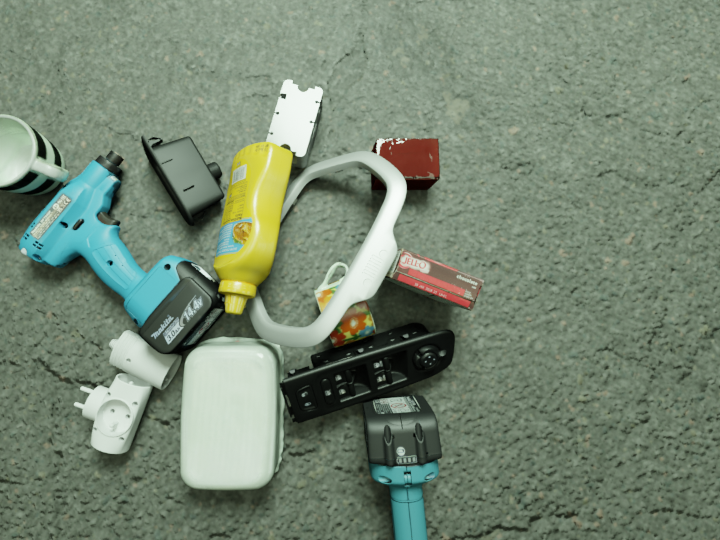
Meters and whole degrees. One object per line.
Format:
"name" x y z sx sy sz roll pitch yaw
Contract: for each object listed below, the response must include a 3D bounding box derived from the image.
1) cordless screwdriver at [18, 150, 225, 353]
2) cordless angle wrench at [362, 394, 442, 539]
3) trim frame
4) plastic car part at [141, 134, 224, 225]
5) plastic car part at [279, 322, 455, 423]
"cordless screwdriver" -0.267 -0.025 0.507 0.253 0.073 0.159 35 84 7
"cordless angle wrench" 0.060 0.359 0.450 0.074 0.097 0.425 -5 86 -1
"trim frame" -0.047 -0.031 0.486 0.195 0.026 0.248 23 80 38
"plastic car part" -0.212 -0.119 0.529 0.070 0.067 0.117 -35 89 -20
"plastic car part" 0.010 0.110 0.492 0.202 0.069 0.064 -15 110 -3
